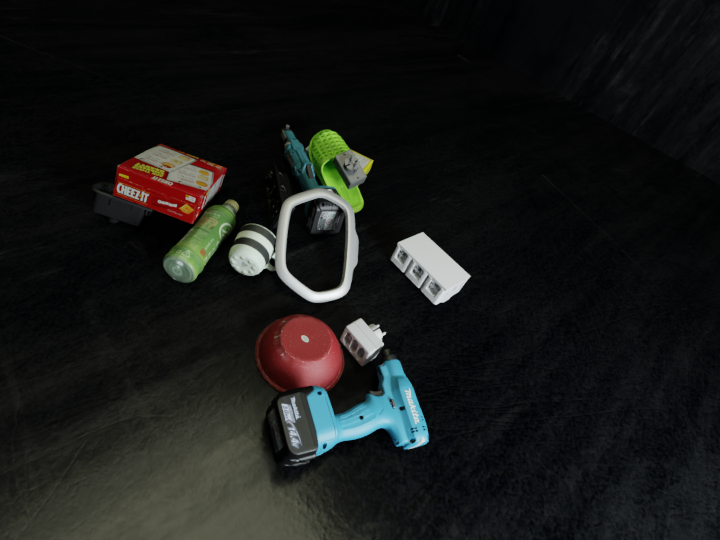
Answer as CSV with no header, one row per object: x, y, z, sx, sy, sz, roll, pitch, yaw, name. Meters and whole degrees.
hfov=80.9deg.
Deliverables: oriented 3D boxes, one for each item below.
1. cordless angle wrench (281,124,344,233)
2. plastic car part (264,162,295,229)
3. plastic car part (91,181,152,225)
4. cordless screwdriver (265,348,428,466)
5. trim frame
-0.147,-0.258,1.097,0.072,0.096,0.444,-3,43,-25,cordless angle wrench
-0.193,-0.184,1.017,0.064,0.066,0.212,6,44,-30,plastic car part
-0.482,-0.127,0.852,0.112,0.070,0.069,15,25,-23,plastic car part
-0.022,0.208,0.665,0.240,0.074,0.166,0,54,-24,cordless screwdriver
-0.086,-0.056,0.877,0.179,0.028,0.253,8,70,-18,trim frame
